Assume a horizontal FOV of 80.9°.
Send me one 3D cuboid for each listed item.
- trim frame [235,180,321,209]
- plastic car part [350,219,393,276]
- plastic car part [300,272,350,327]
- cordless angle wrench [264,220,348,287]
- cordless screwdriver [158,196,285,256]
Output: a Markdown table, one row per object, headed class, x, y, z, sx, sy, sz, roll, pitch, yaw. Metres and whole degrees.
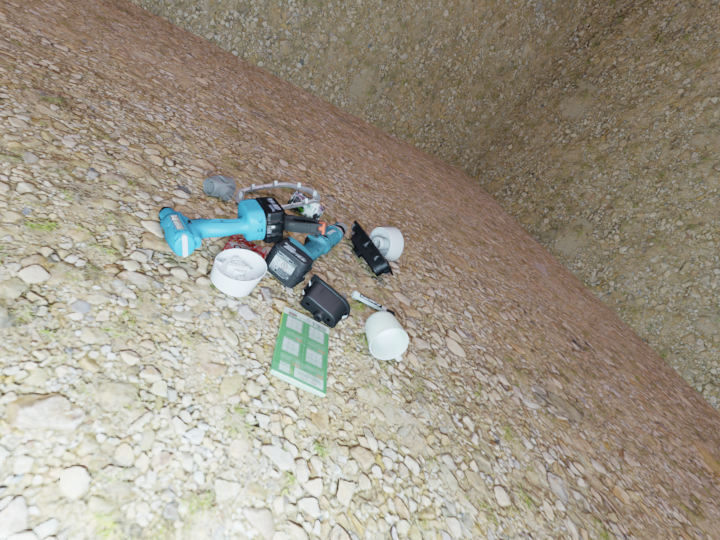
| class | x | y | z | sx | sy | sz | roll | pitch | yaw |
| --- | --- | --- | --- | --- | --- | --- | --- | --- | --- |
| trim frame | -0.227 | -0.208 | 1.170 | 0.239 | 0.027 | 0.195 | -15 | 38 | -35 |
| plastic car part | 0.022 | -0.056 | 1.220 | 0.214 | 0.066 | 0.063 | 51 | -13 | 34 |
| plastic car part | -0.081 | 0.076 | 0.904 | 0.118 | 0.066 | 0.070 | 40 | 42 | 6 |
| cordless angle wrench | -0.108 | -0.071 | 1.108 | 0.099 | 0.074 | 0.417 | 36 | 24 | 4 |
| cordless screwdriver | -0.295 | -0.107 | 0.899 | 0.240 | 0.073 | 0.168 | -14 | 39 | -31 |
